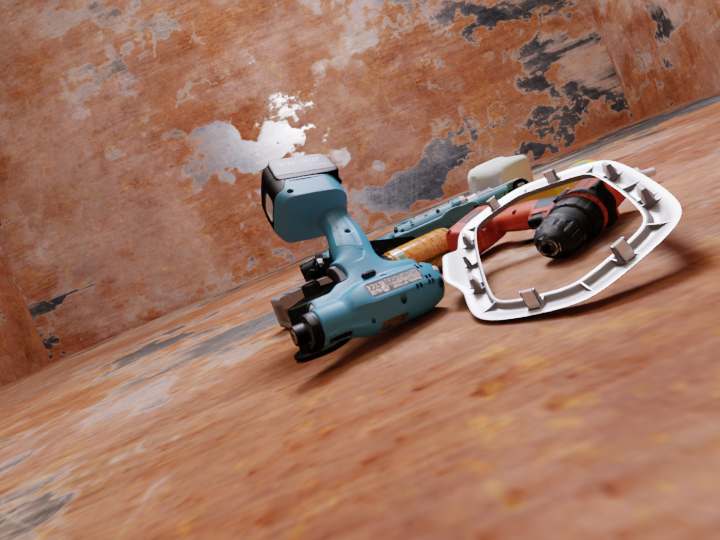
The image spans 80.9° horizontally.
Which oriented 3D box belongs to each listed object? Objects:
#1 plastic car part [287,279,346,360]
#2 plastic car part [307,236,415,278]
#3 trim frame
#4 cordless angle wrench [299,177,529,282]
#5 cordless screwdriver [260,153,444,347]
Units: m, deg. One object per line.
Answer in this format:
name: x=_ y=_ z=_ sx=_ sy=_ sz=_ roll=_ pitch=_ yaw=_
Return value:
plastic car part: x=-0.041 y=0.045 z=0.477 sx=0.068 sy=0.071 sz=0.113 roll=-21 pitch=3 yaw=27
plastic car part: x=0.013 y=-0.024 z=0.700 sx=0.200 sy=0.068 sz=0.066 roll=-3 pitch=-17 yaw=-8
trim frame: x=0.163 y=-0.039 z=0.391 sx=0.188 sy=0.027 sz=0.251 roll=-31 pitch=21 yaw=24
cordless angle wrench: x=0.091 y=-0.065 z=0.772 sx=0.430 sy=0.074 sz=0.097 roll=-24 pitch=5 yaw=17
cordless screwdriver: x=-0.045 y=-0.030 z=0.464 sx=0.155 sy=0.262 sz=0.072 roll=-19 pitch=-41 yaw=-25
